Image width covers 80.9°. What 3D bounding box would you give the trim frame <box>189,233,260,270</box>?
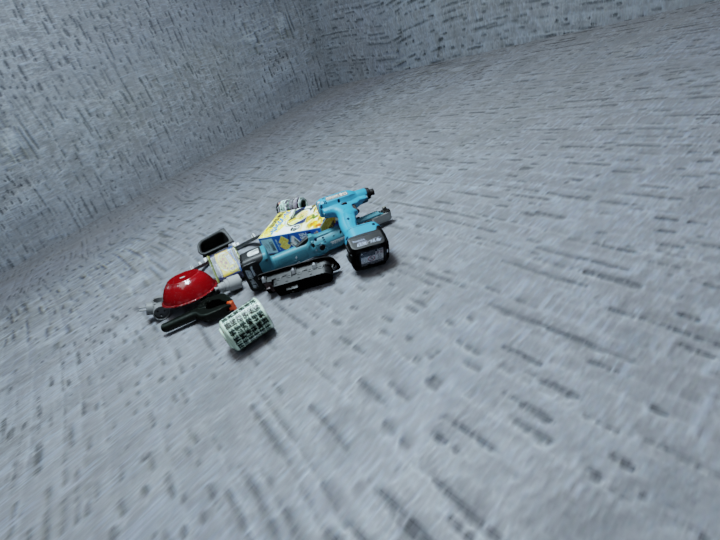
[{"bbox_3d":[-0.421,-0.058,1.312,0.248,0.027,0.187,-26,10,-2],"label":"trim frame"}]

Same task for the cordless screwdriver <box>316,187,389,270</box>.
[{"bbox_3d":[0.001,-0.120,1.052,0.157,0.071,0.262,-21,47,-10],"label":"cordless screwdriver"}]

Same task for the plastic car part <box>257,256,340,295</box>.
[{"bbox_3d":[-0.148,0.018,1.027,0.205,0.063,0.069,-18,39,10],"label":"plastic car part"}]

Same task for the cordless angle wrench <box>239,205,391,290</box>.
[{"bbox_3d":[-0.110,-0.072,1.125,0.420,0.094,0.078,-23,28,-6],"label":"cordless angle wrench"}]

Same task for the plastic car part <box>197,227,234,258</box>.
[{"bbox_3d":[-0.485,-0.077,1.403,0.114,0.069,0.068,-34,69,-24],"label":"plastic car part"}]
